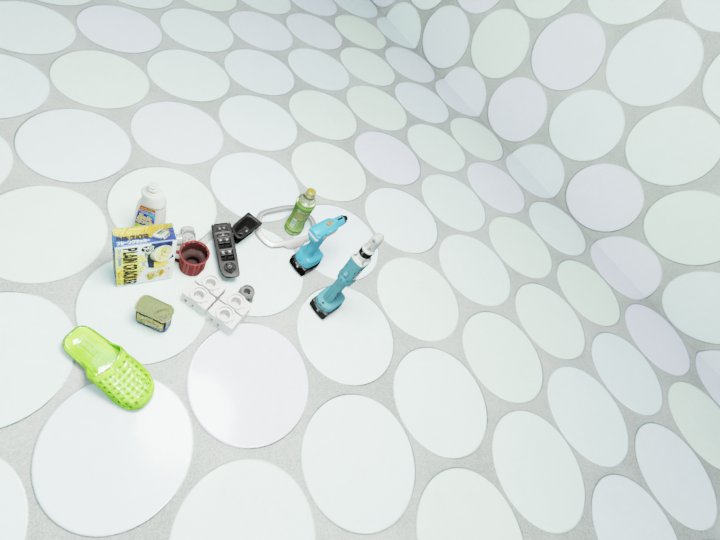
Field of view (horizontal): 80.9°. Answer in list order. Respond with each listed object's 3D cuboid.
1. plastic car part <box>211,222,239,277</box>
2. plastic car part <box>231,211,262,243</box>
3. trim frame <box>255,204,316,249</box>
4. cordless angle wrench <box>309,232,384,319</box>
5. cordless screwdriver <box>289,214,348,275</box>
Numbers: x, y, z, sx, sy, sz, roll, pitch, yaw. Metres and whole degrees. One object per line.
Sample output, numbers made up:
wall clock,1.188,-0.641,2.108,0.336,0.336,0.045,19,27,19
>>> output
plastic car part,-0.445,-0.058,1.388,0.064,0.067,0.211,-5,59,-29
plastic car part,-0.405,-0.136,1.460,0.066,0.071,0.115,38,50,2
trim frame,-0.275,-0.163,1.566,0.240,0.027,0.191,-17,64,-32
cordless angle wrench,-0.040,0.017,1.281,0.095,0.424,0.076,-32,78,-39
cordless screwdriver,-0.140,-0.091,1.430,0.155,0.249,0.076,-32,78,-39
